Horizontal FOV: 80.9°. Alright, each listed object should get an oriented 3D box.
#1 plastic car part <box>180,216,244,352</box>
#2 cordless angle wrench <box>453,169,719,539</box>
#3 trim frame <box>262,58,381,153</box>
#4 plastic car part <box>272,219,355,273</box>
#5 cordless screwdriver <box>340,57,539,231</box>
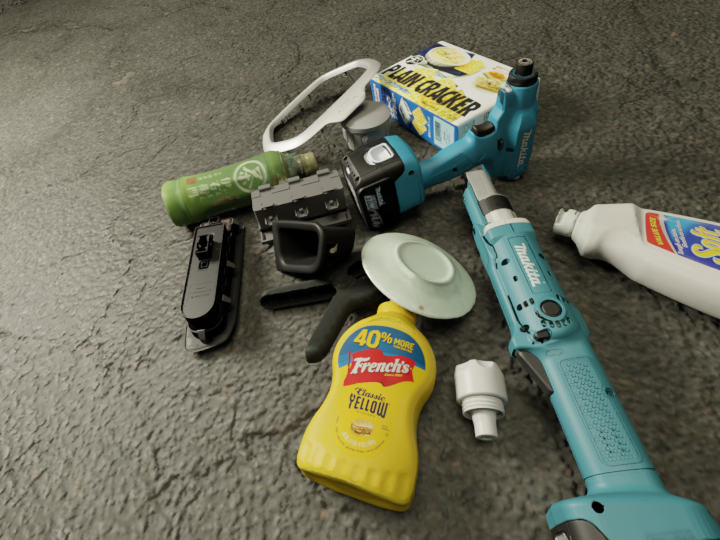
[{"bbox_3d":[-0.184,0.001,0.524,0.066,0.065,0.211,-6,51,-4],"label":"plastic car part"},{"bbox_3d":[0.165,0.050,0.382,0.098,0.071,0.438,-10,51,3],"label":"cordless angle wrench"},{"bbox_3d":[-0.070,-0.279,0.715,0.247,0.026,0.195,-47,39,-14],"label":"trim frame"},{"bbox_3d":[-0.049,-0.032,0.503,0.068,0.065,0.122,-12,11,-37],"label":"plastic car part"},{"bbox_3d":[0.101,-0.153,0.525,0.248,0.152,0.078,-20,51,-3],"label":"cordless screwdriver"}]
